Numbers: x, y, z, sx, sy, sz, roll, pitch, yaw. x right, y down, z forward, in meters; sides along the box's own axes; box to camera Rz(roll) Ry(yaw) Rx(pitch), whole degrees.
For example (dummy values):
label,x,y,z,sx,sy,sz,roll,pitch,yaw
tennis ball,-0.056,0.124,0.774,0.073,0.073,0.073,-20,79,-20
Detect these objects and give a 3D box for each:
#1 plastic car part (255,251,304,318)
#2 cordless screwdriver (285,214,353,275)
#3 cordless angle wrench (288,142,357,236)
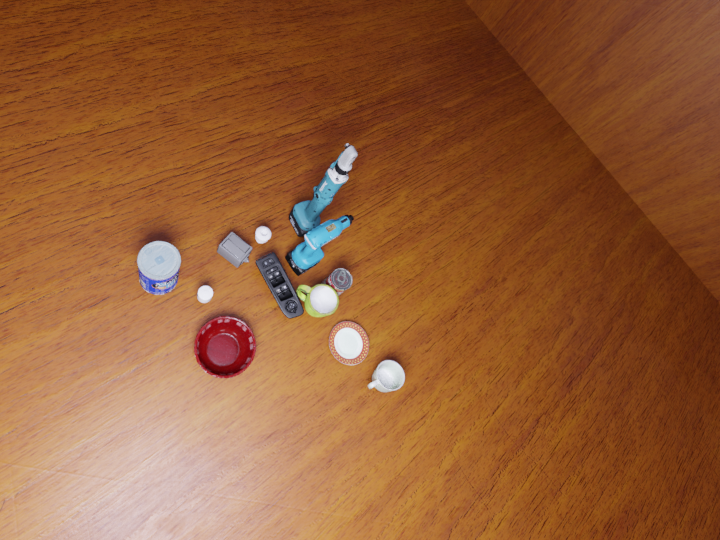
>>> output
label,x,y,z,sx,sy,sz,roll,pitch,yaw
plastic car part,-0.239,0.052,1.242,0.064,0.067,0.207,-26,79,-30
cordless screwdriver,-0.121,-0.079,1.241,0.156,0.251,0.075,-34,87,-31
cordless angle wrench,-0.104,-0.222,1.210,0.072,0.428,0.099,-22,81,-31
